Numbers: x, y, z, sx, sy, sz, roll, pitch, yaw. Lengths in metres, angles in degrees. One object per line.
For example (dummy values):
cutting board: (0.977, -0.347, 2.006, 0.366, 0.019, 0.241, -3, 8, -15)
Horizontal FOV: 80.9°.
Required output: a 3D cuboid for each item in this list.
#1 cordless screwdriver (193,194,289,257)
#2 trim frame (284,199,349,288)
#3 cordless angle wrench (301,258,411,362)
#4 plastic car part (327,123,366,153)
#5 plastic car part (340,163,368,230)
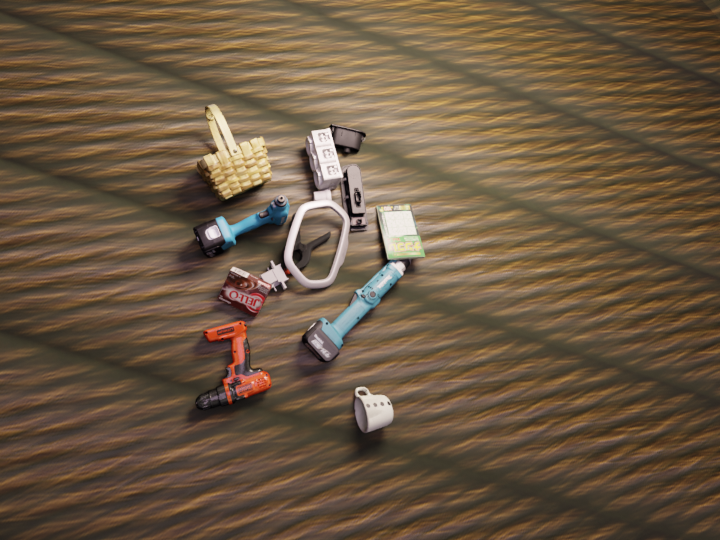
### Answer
cordless screwdriver: (-0.297, -0.122, 1.082, 0.245, 0.160, 0.075, -25, 86, -15)
trim frame: (-0.112, -0.073, 1.142, 0.176, 0.028, 0.250, 19, 78, -25)
cordless angle wrench: (0.022, 0.068, 1.141, 0.098, 0.075, 0.419, 46, 70, 0)
plastic car part: (-0.043, -0.384, 1.254, 0.114, 0.067, 0.071, 12, 90, -12)
plastic car part: (-0.018, -0.218, 1.212, 0.066, 0.066, 0.207, -6, 75, -7)
